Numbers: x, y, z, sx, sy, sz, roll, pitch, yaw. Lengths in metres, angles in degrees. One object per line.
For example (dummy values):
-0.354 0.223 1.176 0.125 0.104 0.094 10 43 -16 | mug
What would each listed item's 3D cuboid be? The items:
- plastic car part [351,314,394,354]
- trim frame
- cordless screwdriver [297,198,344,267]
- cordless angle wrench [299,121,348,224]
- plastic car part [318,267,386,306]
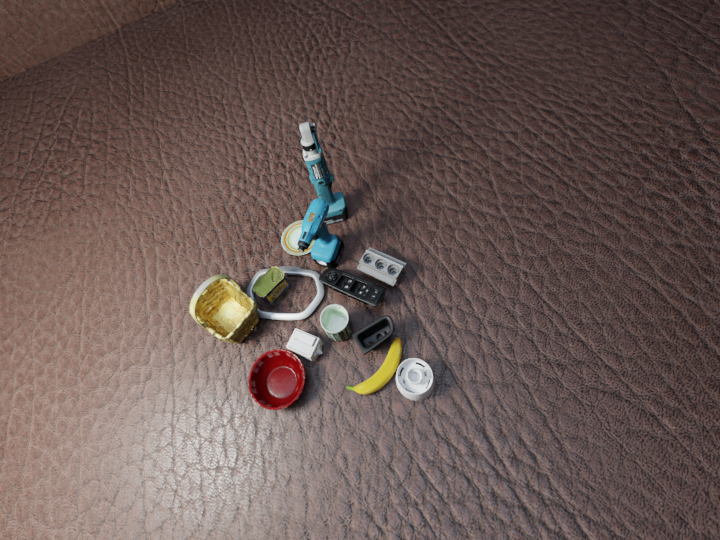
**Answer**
0.045 0.180 1.156 0.116 0.068 0.069 -32 62 -5 | plastic car part
-0.233 0.066 1.306 0.254 0.026 0.188 -1 62 13 | trim frame
-0.121 -0.079 1.234 0.077 0.239 0.160 14 67 15 | cordless screwdriver
-0.117 -0.277 1.242 0.099 0.406 0.077 -12 62 3 | cordless angle wrench
-0.025 0.050 1.243 0.212 0.064 0.066 23 70 23 | plastic car part
